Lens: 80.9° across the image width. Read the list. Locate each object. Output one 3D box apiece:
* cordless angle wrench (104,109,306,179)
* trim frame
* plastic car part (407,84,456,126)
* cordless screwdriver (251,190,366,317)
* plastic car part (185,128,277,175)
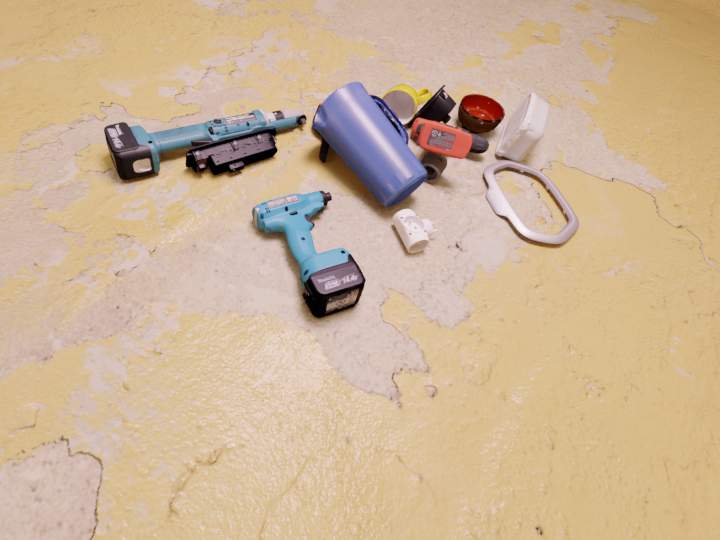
[{"bbox_3d":[-0.302,-0.291,0.893,0.412,0.073,0.102,-23,62,-27],"label":"cordless angle wrench"},{"bbox_3d":[0.372,-0.157,0.936,0.180,0.027,0.258,-7,57,-16],"label":"trim frame"},{"bbox_3d":[0.182,-0.380,1.023,0.069,0.119,0.066,41,53,-13],"label":"plastic car part"},{"bbox_3d":[-0.074,-0.048,0.752,0.155,0.073,0.261,-21,57,-24],"label":"cordless screwdriver"},{"bbox_3d":[-0.251,-0.242,0.868,0.198,0.066,0.069,-30,76,-28],"label":"plastic car part"}]
